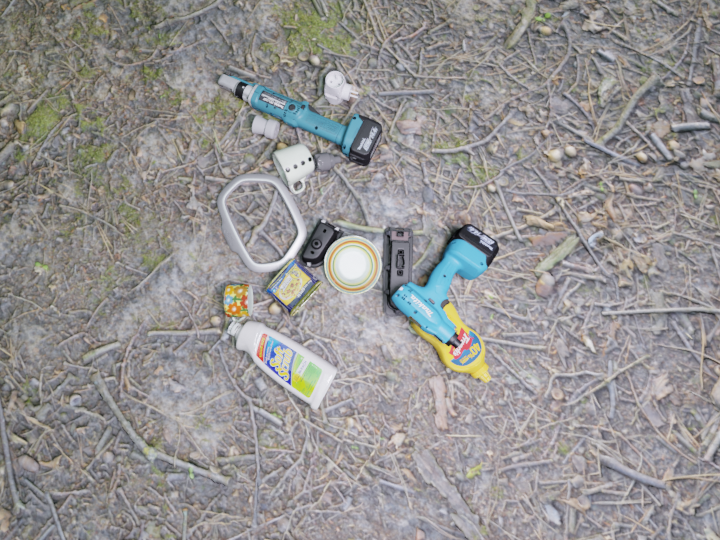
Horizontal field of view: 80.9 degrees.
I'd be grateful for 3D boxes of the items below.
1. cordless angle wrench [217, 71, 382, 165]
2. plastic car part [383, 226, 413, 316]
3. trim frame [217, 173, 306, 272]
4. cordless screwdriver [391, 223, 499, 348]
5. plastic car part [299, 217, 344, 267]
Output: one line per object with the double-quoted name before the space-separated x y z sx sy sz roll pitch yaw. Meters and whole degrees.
"cordless angle wrench" -0.157 -0.377 1.008 0.431 0.073 0.098 26 83 9
"plastic car part" 0.087 0.002 0.935 0.066 0.067 0.204 4 83 -7
"trim frame" -0.234 -0.115 0.988 0.183 0.027 0.252 -28 82 -3
"cordless screwdriver" 0.198 0.030 0.880 0.163 0.073 0.246 41 69 12
"plastic car part" -0.093 -0.061 0.948 0.067 0.070 0.116 29 80 5
